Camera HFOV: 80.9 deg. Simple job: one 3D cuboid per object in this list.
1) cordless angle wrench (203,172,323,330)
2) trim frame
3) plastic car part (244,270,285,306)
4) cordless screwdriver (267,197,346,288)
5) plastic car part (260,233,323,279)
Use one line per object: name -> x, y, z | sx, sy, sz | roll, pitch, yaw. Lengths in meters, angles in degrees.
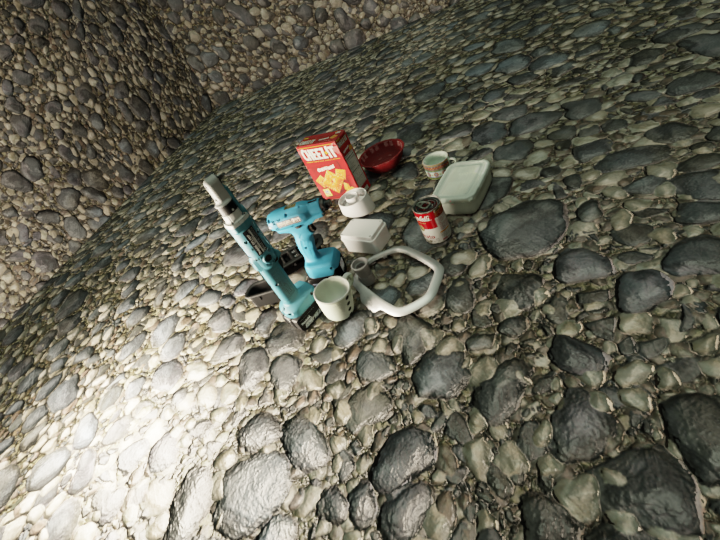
cordless angle wrench -> -0.213, -0.033, 0.929 | 0.078, 0.403, 0.097 | 17, 56, 47
trim frame -> 0.080, 0.020, 0.975 | 0.183, 0.026, 0.263 | -40, 37, -12
plastic car part -> -0.239, 0.061, 1.121 | 0.118, 0.067, 0.068 | -21, 36, 14
cordless screwdriver -> -0.100, -0.066, 1.026 | 0.163, 0.237, 0.076 | -15, 37, 21
plastic car part -> -0.185, -0.030, 1.191 | 0.202, 0.064, 0.070 | -34, 35, -4
